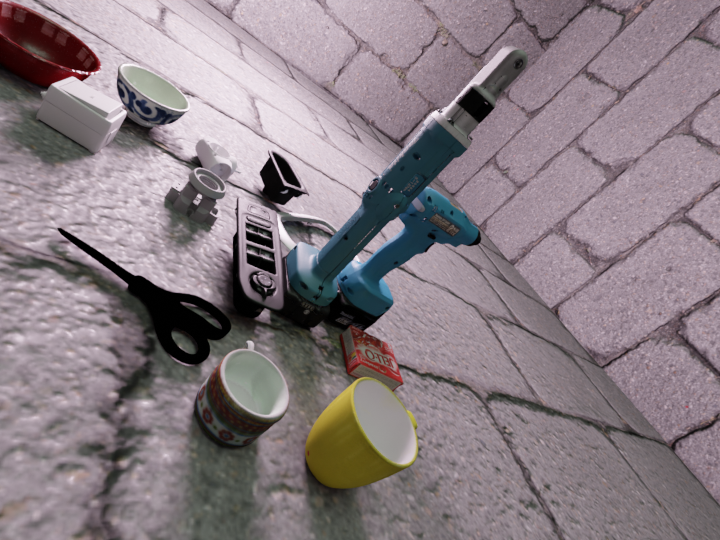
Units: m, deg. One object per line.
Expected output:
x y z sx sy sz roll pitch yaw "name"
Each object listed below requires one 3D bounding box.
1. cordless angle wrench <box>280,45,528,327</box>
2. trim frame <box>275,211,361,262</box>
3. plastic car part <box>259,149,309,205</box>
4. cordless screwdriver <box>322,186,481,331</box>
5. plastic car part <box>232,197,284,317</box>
0.034 -0.094 0.531 0.071 0.426 0.102 31 26 -30 "cordless angle wrench"
-0.078 -0.051 0.799 0.190 0.028 0.239 49 23 16 "trim frame"
-0.162 -0.172 0.826 0.062 0.071 0.122 16 34 -48 "plastic car part"
0.060 -0.006 0.647 0.151 0.250 0.078 25 29 -38 "cordless screwdriver"
-0.146 -0.015 0.567 0.063 0.067 0.212 27 26 -35 "plastic car part"
